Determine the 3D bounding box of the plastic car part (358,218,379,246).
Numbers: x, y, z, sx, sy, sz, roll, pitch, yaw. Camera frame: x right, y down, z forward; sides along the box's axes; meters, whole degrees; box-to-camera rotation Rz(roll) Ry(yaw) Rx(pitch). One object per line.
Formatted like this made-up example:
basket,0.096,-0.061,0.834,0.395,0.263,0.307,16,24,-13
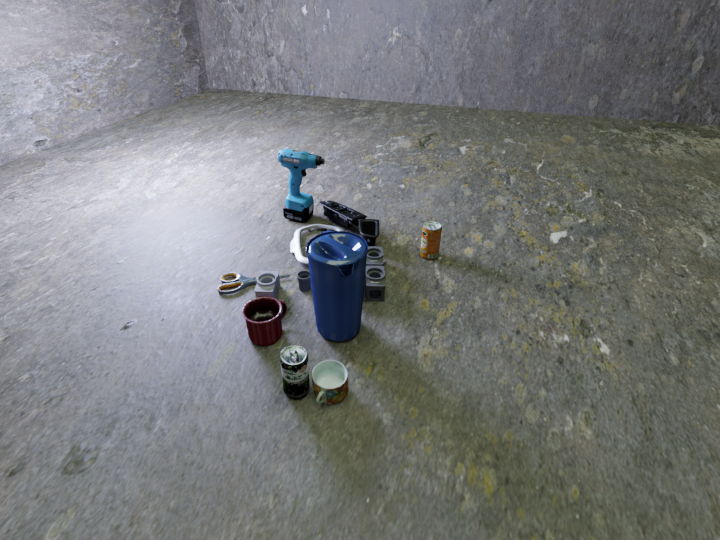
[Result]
plastic car part,0.027,-0.106,1.312,0.066,0.069,0.119,0,35,1

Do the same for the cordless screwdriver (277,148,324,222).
cordless screwdriver,-0.194,-0.284,1.429,0.165,0.241,0.074,13,36,19

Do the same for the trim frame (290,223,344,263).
trim frame,-0.130,-0.085,1.328,0.183,0.027,0.258,-6,35,-6

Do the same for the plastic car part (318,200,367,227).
plastic car part,-0.066,-0.191,1.441,0.064,0.065,0.215,-24,41,-30
